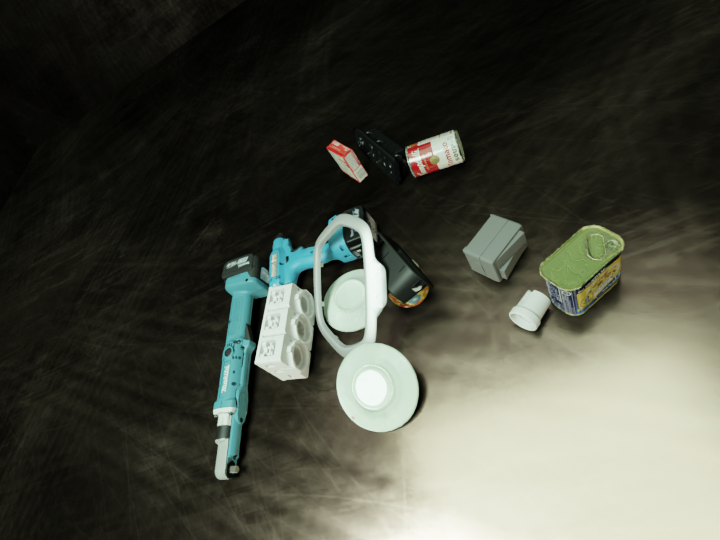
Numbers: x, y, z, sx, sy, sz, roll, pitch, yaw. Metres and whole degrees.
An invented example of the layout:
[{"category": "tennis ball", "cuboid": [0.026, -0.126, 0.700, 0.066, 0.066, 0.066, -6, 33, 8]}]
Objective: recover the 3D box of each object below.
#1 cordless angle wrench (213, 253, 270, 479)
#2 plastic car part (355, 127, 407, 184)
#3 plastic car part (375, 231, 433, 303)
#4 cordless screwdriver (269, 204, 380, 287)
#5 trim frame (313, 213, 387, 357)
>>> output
[{"category": "cordless angle wrench", "cuboid": [-0.238, 0.165, 0.820, 0.100, 0.070, 0.436, -19, 52, 21]}, {"category": "plastic car part", "cuboid": [0.048, -0.275, 0.955, 0.067, 0.063, 0.214, -34, 46, -7]}, {"category": "plastic car part", "cuboid": [0.055, 0.005, 0.686, 0.071, 0.062, 0.123, -46, 48, 17]}, {"category": "cordless screwdriver", "cuboid": [-0.086, -0.056, 0.878, 0.254, 0.070, 0.165, -24, 48, 21]}, {"category": "trim frame", "cuboid": [-0.026, 0.026, 0.731, 0.192, 0.026, 0.249, -5, 84, 52]}]
